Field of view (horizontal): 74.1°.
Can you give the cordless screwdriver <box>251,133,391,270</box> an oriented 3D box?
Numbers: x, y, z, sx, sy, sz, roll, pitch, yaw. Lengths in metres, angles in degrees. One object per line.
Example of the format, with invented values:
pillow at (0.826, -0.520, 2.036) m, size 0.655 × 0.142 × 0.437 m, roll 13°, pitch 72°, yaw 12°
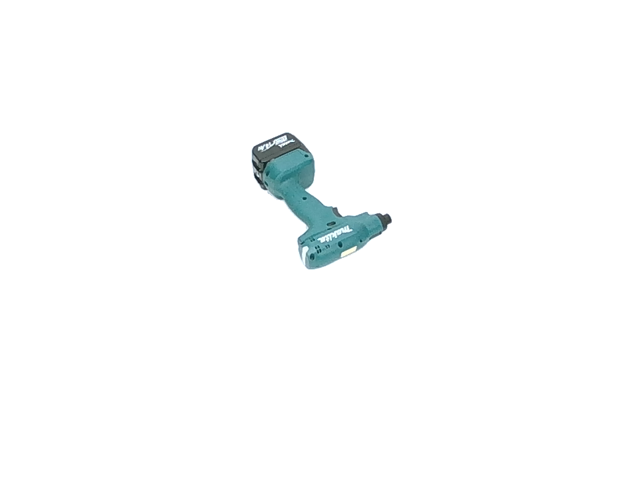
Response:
cordless screwdriver at (-0.006, -0.076, 0.717) m, size 0.158 × 0.249 × 0.074 m, roll -24°, pitch -29°, yaw -18°
